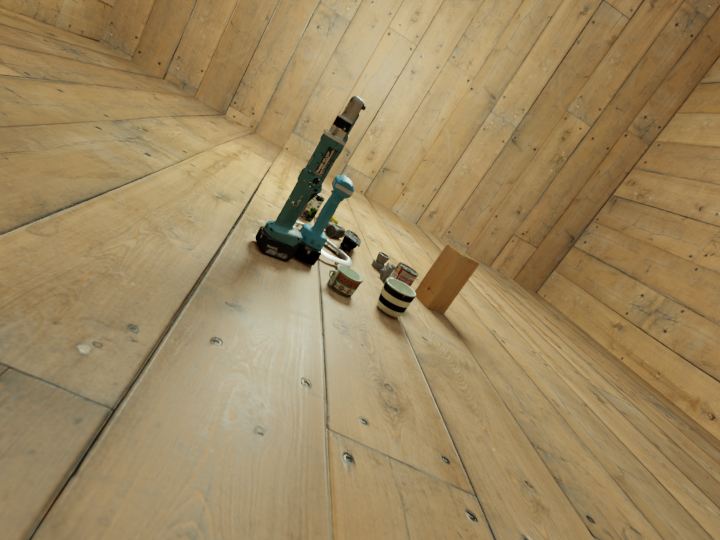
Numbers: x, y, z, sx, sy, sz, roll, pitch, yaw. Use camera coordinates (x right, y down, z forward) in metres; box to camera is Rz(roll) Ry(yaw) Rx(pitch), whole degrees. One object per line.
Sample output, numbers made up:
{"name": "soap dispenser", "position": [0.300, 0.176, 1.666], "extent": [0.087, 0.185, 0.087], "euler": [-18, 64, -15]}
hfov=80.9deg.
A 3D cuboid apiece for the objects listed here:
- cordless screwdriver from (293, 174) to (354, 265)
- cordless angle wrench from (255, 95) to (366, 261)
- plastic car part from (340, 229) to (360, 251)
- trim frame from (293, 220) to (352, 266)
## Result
{"name": "cordless screwdriver", "position": [-0.100, -0.145, 1.136], "extent": [0.073, 0.248, 0.163], "euler": [29, 15, -15]}
{"name": "cordless angle wrench", "position": [-0.115, -0.219, 1.008], "extent": [0.093, 0.422, 0.078], "euler": [22, 18, -35]}
{"name": "plastic car part", "position": [-0.036, -0.100, 1.468], "extent": [0.066, 0.067, 0.203], "euler": [31, 15, -3]}
{"name": "trim frame", "position": [-0.128, -0.084, 1.314], "extent": [0.258, 0.027, 0.178], "euler": [36, 16, 18]}
